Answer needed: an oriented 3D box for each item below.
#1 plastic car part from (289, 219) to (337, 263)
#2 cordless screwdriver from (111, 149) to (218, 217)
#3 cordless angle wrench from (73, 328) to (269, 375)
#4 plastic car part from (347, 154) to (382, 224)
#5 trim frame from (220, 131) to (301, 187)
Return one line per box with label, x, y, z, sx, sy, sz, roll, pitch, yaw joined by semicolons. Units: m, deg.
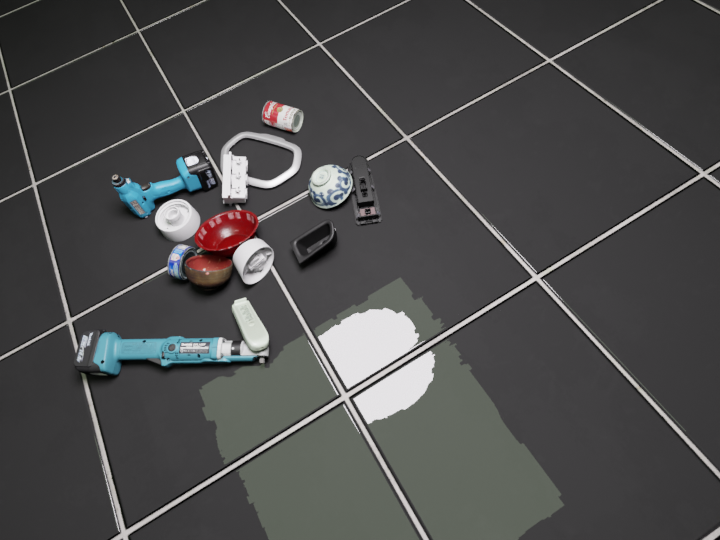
plastic car part;-0.100;-0.065;1.021;0.117;0.068;0.069;-32;65;9
cordless screwdriver;-0.516;-0.241;1.121;0.247;0.154;0.077;-27;66;-9
cordless angle wrench;-0.414;0.181;0.945;0.426;0.072;0.100;-2;64;5
plastic car part;0.003;-0.218;1.091;0.067;0.064;0.210;-13;60;7
trim frame;-0.285;-0.319;1.199;0.257;0.026;0.185;18;68;18
